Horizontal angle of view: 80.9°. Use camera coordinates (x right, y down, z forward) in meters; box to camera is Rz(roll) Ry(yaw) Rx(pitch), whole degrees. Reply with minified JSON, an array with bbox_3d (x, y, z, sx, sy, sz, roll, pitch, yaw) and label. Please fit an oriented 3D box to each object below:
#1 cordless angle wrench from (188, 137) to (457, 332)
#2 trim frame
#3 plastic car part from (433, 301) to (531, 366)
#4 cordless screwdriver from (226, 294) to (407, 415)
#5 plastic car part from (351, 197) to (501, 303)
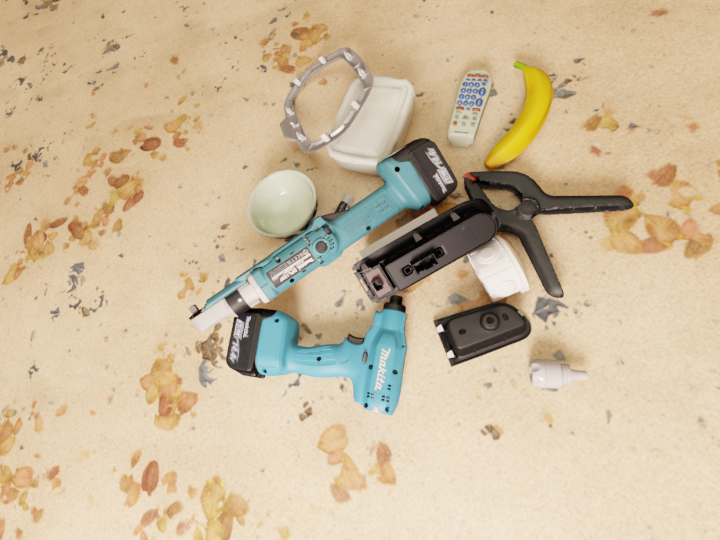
[{"bbox_3d":[-0.060,-0.039,0.611,0.421,0.076,0.096,-35,100,-5],"label":"cordless angle wrench"},{"bbox_3d":[-0.068,-0.302,0.740,0.186,0.026,0.260,-39,48,19],"label":"trim frame"},{"bbox_3d":[0.158,0.073,0.546,0.118,0.068,0.068,-22,69,12],"label":"plastic car part"},{"bbox_3d":[-0.059,0.098,0.609,0.256,0.071,0.161,8,73,17],"label":"cordless screwdriver"},{"bbox_3d":[0.091,-0.027,0.550,0.203,0.067,0.066,-31,96,2],"label":"plastic car part"}]
